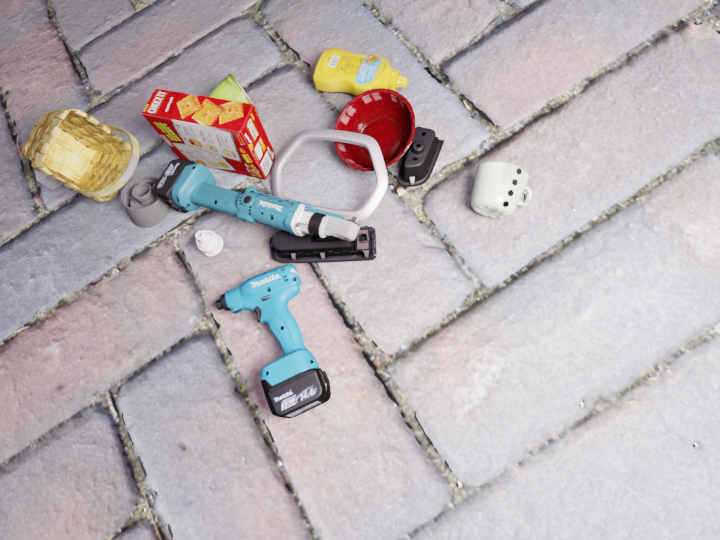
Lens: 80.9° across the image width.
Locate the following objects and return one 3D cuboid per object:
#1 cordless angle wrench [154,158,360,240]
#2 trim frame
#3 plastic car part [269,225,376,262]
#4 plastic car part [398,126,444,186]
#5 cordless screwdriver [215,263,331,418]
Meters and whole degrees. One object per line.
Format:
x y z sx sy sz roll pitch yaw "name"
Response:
-0.197 -0.119 0.780 0.442 0.071 0.098 18 72 25 "cordless angle wrench"
-0.065 -0.178 0.807 0.259 0.026 0.184 14 88 24 "trim frame"
-0.076 -0.049 0.773 0.207 0.065 0.067 -3 77 12 "plastic car part"
0.110 -0.220 0.791 0.068 0.068 0.117 17 71 15 "plastic car part"
-0.153 0.121 0.719 0.160 0.071 0.258 -22 64 2 "cordless screwdriver"
